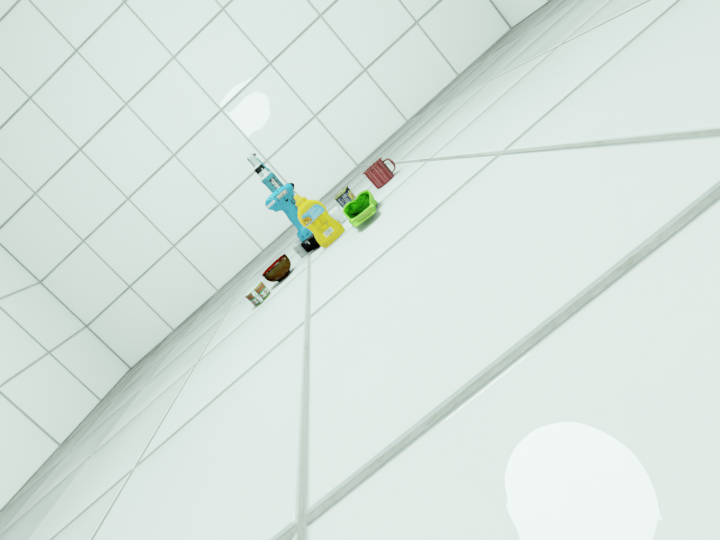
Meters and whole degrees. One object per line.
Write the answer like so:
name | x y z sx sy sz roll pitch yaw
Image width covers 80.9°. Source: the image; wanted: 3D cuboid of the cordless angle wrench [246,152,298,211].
cordless angle wrench | -0.300 -0.294 1.675 0.097 0.416 0.076 -45 9 -22

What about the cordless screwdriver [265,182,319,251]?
cordless screwdriver | -0.215 -0.197 1.510 0.076 0.245 0.158 -34 13 41
